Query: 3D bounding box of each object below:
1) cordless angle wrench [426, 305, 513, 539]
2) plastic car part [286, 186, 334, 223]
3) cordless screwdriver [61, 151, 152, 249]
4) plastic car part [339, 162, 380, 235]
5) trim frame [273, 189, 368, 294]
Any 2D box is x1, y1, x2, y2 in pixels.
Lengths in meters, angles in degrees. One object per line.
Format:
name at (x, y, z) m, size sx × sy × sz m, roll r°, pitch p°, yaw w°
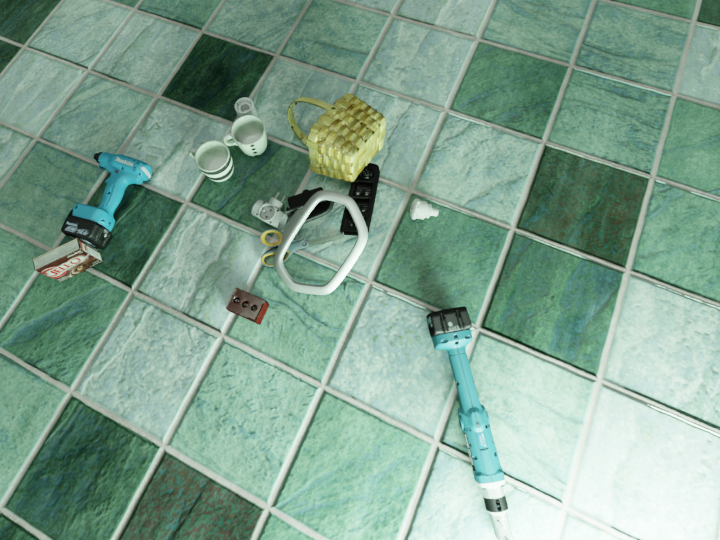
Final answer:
cordless angle wrench at (0.217, 0.286, 0.813) m, size 0.075 × 0.095 × 0.432 m, roll -12°, pitch 74°, yaw 1°
plastic car part at (-0.127, -0.162, 1.014) m, size 0.115 × 0.063 × 0.074 m, roll -24°, pitch 59°, yaw -8°
cordless screwdriver at (-0.651, -0.186, 1.058) m, size 0.162 × 0.072 × 0.250 m, roll 18°, pitch 70°, yaw 10°
plastic car part at (0.008, -0.163, 0.991) m, size 0.069 × 0.064 × 0.206 m, roll 1°, pitch 67°, yaw 22°
trim frame at (-0.092, -0.060, 0.944) m, size 0.189 × 0.027 × 0.248 m, roll 36°, pitch 102°, yaw 14°
